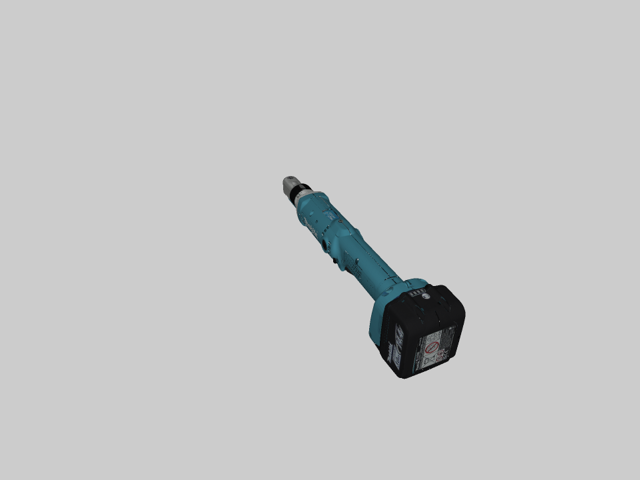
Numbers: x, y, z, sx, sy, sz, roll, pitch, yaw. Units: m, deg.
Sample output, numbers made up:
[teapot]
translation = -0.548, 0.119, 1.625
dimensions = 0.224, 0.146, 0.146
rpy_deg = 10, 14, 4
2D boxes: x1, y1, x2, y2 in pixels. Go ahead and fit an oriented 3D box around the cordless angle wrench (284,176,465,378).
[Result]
[cordless angle wrench]
translation = 0.030, 0.003, 0.599
dimensions = 0.074, 0.098, 0.422
rpy_deg = -15, 37, -20
